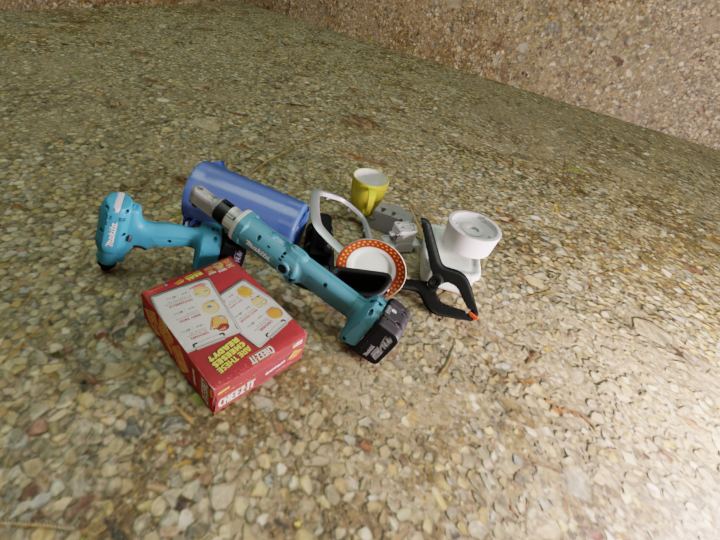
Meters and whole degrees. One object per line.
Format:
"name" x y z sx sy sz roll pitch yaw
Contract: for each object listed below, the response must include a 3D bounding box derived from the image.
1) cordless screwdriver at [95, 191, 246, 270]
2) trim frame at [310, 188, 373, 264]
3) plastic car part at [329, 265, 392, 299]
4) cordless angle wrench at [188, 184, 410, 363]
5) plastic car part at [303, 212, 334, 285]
"cordless screwdriver" -0.338 -0.040 0.759 0.239 0.159 0.077 13 39 -25
"trim frame" -0.034 -0.093 0.903 0.177 0.028 0.257 28 28 -23
"plastic car part" -0.002 0.040 0.772 0.119 0.068 0.067 7 51 13
"cordless angle wrench" -0.117 -0.013 0.704 0.428 0.098 0.073 36 38 6
"plastic car part" -0.086 -0.056 0.881 0.066 0.065 0.209 1 37 -4
